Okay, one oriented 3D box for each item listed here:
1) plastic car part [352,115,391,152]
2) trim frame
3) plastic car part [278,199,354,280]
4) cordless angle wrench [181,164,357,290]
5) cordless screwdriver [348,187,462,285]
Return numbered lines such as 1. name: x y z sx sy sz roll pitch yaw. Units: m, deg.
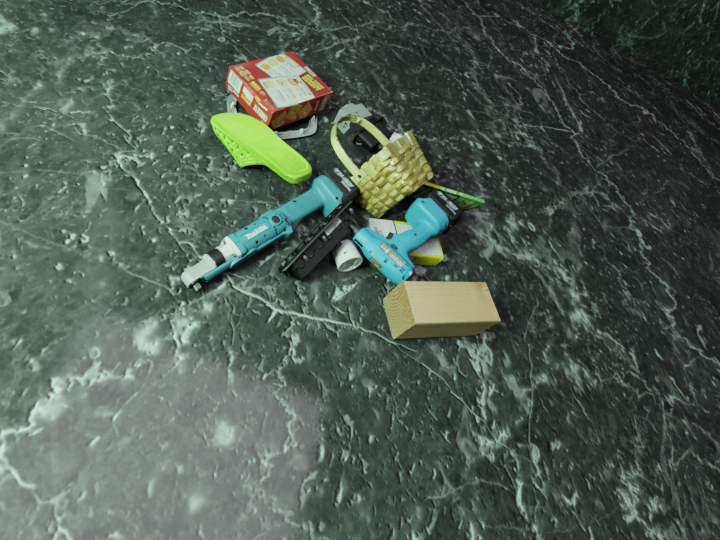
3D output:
1. plastic car part: 0.038 -0.348 1.122 0.072 0.066 0.115 43 54 5
2. trim frame: -0.218 -0.405 1.075 0.240 0.027 0.191 -17 65 -30
3. plastic car part: -0.083 -0.054 0.845 0.201 0.069 0.065 -44 112 -16
4. cordless angle wrench: -0.175 -0.088 0.852 0.099 0.075 0.415 47 55 6
5. cordless screwdriver: 0.097 -0.095 0.915 0.162 0.074 0.245 43 58 8
